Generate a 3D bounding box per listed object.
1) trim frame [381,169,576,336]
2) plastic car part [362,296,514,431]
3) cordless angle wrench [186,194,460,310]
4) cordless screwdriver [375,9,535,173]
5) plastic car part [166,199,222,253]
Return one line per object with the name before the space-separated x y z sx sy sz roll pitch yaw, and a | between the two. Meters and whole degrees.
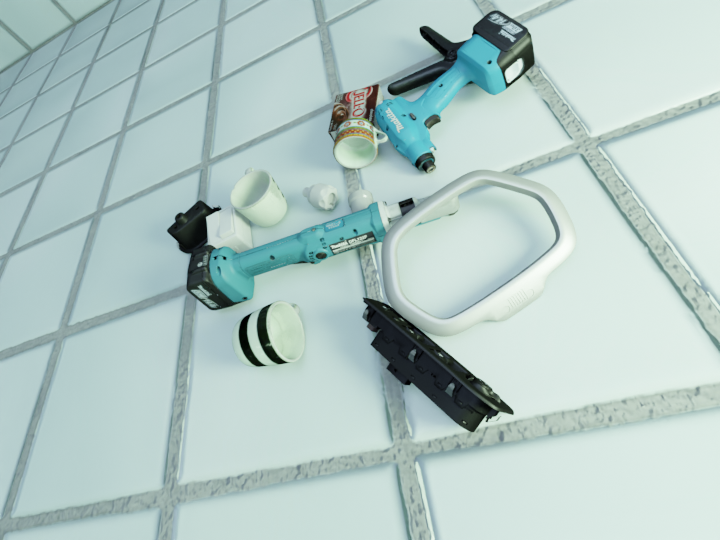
trim frame | 0.141 -0.026 0.537 0.248 0.026 0.192 -36 64 0
plastic car part | 0.073 0.109 0.491 0.215 0.062 0.067 33 88 38
cordless angle wrench | -0.063 -0.041 0.643 0.430 0.093 0.077 -17 51 13
cordless screwdriver | 0.156 -0.275 0.672 0.251 0.070 0.166 -35 60 16
plastic car part | -0.324 -0.090 0.820 0.116 0.067 0.070 -39 50 -4
